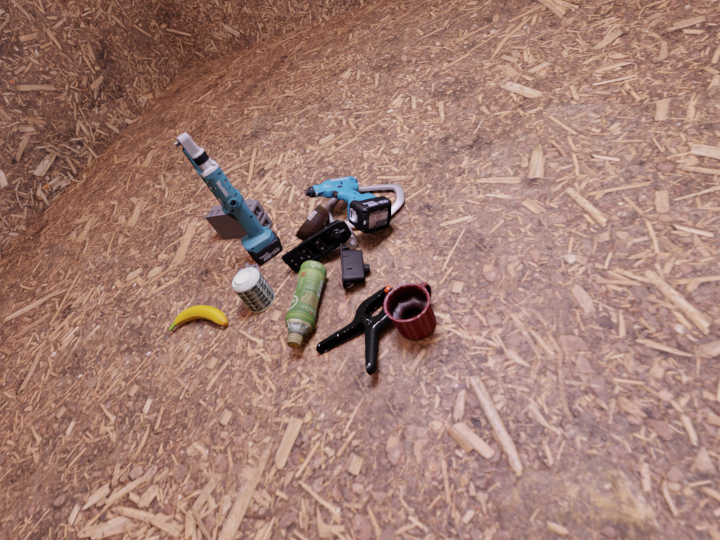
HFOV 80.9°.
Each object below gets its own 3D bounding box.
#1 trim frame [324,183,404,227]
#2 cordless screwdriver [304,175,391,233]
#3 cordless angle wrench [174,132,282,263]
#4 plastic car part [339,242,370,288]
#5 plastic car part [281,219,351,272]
[{"bbox_3d":[0.006,-0.187,1.206,0.259,0.026,0.186,-2,51,31],"label":"trim frame"},{"bbox_3d":[-0.036,-0.183,1.125,0.155,0.072,0.263,-14,35,-23],"label":"cordless screwdriver"},{"bbox_3d":[-0.346,-0.187,1.124,0.097,0.401,0.078,-36,42,-8],"label":"cordless angle wrench"},{"bbox_3d":[-0.013,-0.007,1.029,0.071,0.063,0.121,-10,47,1],"label":"plastic car part"},{"bbox_3d":[-0.108,-0.071,1.106,0.207,0.064,0.068,-29,20,26],"label":"plastic car part"}]
